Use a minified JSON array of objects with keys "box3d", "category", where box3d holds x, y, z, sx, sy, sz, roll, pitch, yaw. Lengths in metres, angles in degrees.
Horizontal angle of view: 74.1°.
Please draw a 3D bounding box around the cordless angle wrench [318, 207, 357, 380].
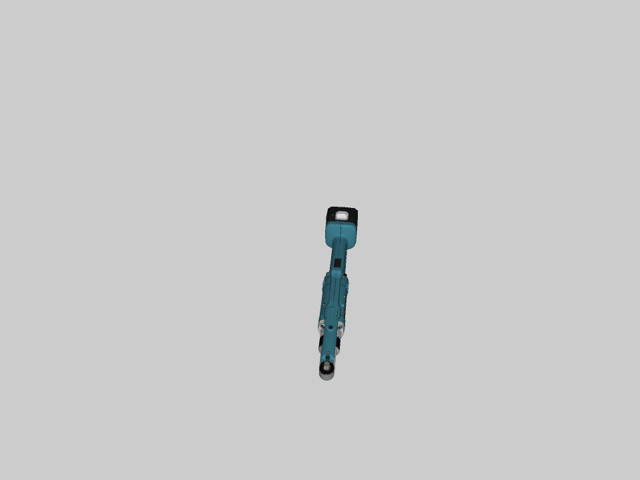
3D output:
[{"box3d":[0.032,0.096,0.889,0.074,0.098,0.421,4,45,4],"category":"cordless angle wrench"}]
